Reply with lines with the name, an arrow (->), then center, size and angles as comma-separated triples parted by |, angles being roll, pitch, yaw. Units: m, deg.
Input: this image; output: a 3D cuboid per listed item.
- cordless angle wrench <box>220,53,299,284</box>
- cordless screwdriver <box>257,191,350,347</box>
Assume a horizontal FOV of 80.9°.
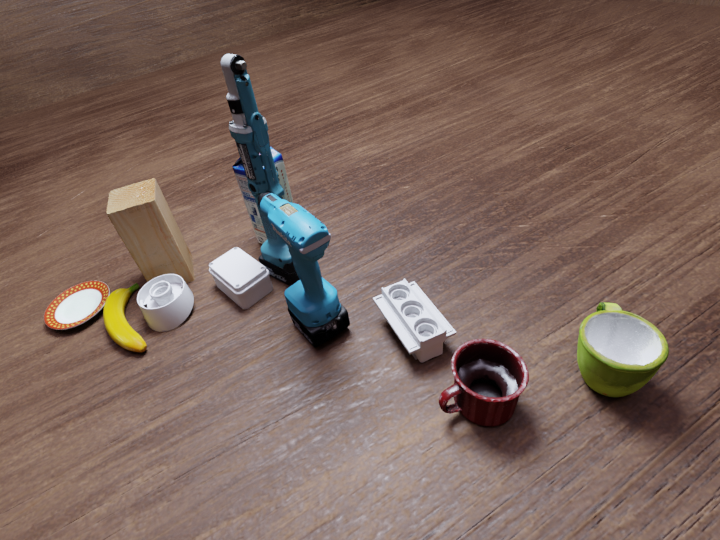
cordless angle wrench -> -0.166, -0.153, 0.730 | 0.103, 0.406, 0.073 | 24, 50, 31
cordless screwdriver -> -0.097, -0.004, 0.678 | 0.073, 0.239, 0.168 | -29, 46, -23
